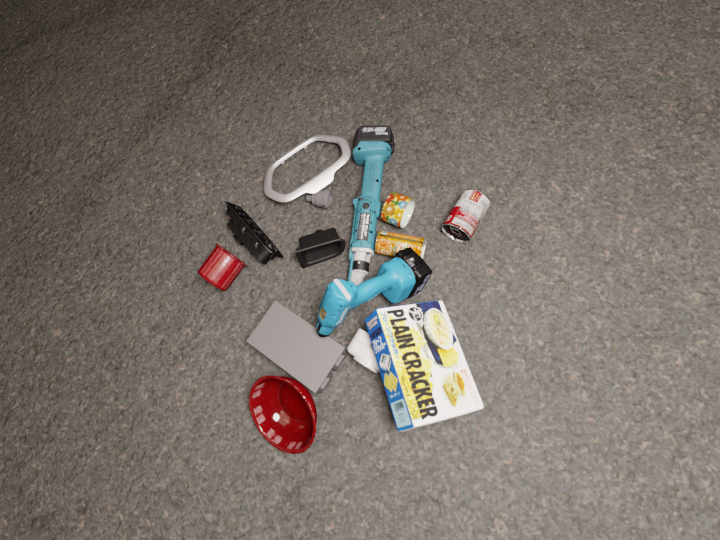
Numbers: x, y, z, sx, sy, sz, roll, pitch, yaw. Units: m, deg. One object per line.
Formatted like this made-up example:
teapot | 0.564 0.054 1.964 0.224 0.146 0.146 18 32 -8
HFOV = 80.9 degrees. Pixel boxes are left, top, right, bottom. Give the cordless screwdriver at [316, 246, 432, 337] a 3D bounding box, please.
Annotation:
cordless screwdriver | 0.020 0.051 0.861 0.241 0.157 0.078 -21 61 -33

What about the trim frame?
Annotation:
trim frame | -0.140 -0.264 1.080 0.247 0.026 0.194 -35 51 -5

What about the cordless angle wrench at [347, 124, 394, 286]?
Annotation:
cordless angle wrench | 0.014 -0.142 0.993 0.100 0.071 0.429 3 71 13

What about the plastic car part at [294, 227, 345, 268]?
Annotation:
plastic car part | -0.097 -0.064 0.995 0.116 0.063 0.074 -20 52 0

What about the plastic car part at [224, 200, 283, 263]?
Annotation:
plastic car part | -0.272 -0.087 1.039 0.212 0.063 0.067 41 91 24
